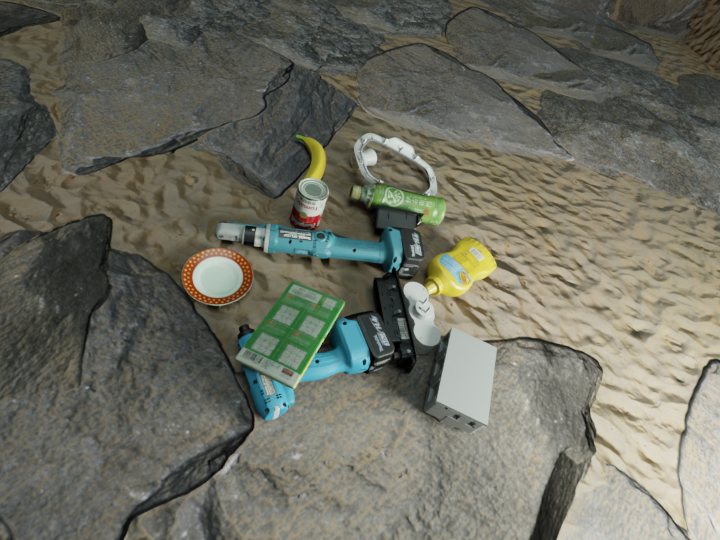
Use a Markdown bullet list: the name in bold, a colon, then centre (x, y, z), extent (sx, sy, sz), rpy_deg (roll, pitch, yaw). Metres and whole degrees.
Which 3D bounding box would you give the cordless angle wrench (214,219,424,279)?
- **cordless angle wrench**: centre (-0.085, -0.056, 0.872), extent (0.418, 0.073, 0.101), rpy_deg (6, 52, -7)

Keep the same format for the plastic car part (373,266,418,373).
- **plastic car part**: centre (0.058, 0.087, 0.800), extent (0.067, 0.064, 0.209), rpy_deg (-3, 53, -1)

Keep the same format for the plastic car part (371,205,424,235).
- **plastic car part**: centre (0.077, -0.099, 0.959), extent (0.115, 0.065, 0.072), rpy_deg (8, 66, -6)

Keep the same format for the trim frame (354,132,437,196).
- **trim frame**: centre (0.094, -0.261, 1.074), extent (0.243, 0.028, 0.187), rpy_deg (24, 55, -11)

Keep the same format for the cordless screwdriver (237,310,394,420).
- **cordless screwdriver**: centre (-0.079, 0.132, 0.722), extent (0.242, 0.073, 0.166), rpy_deg (-17, 59, -22)
